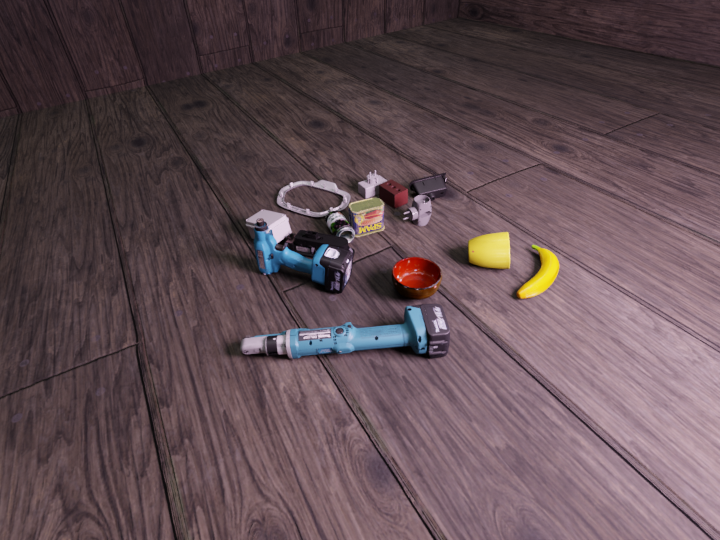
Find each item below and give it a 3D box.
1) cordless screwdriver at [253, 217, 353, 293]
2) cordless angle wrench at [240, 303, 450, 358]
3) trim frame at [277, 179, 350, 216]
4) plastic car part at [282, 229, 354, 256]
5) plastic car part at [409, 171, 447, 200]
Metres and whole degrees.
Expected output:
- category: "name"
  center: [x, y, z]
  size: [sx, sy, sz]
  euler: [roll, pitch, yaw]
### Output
- category: "cordless screwdriver"
  center: [-0.145, -0.040, 1.021]
  size: [0.257, 0.154, 0.074]
  euler: [13, 42, 17]
- category: "cordless angle wrench"
  center: [-0.039, 0.140, 0.868]
  size: [0.425, 0.071, 0.101]
  euler: [-6, 40, 3]
- category: "trim frame"
  center: [-0.152, -0.235, 1.346]
  size: [0.261, 0.026, 0.182]
  euler: [19, 45, 28]
- category: "plastic car part"
  center: [-0.110, -0.072, 1.129]
  size: [0.210, 0.065, 0.066]
  euler: [14, 36, 18]
- category: "plastic car part"
  center: [0.215, -0.246, 1.296]
  size: [0.115, 0.064, 0.074]
  euler: [-15, 55, -7]
